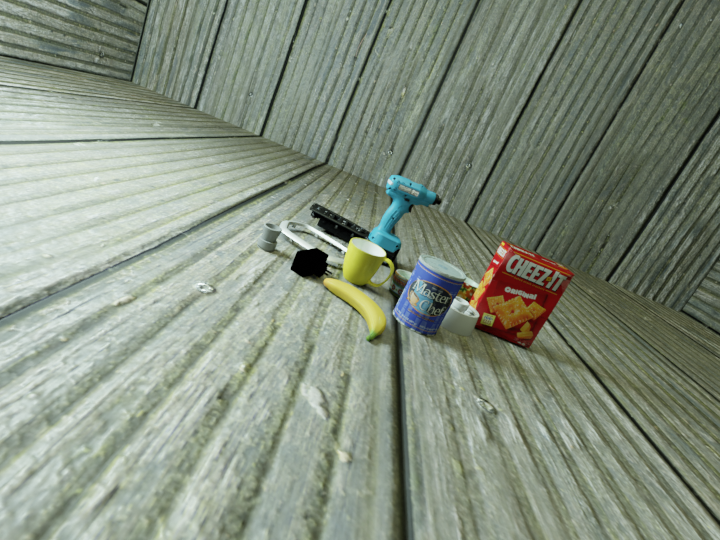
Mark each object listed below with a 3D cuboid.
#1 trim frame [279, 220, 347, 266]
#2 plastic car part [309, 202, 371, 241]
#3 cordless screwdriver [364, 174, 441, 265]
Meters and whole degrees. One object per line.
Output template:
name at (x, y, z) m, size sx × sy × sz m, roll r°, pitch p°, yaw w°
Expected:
trim frame at (-0.110, -0.072, 1.125) m, size 0.259 × 0.027 × 0.178 m, roll 30°, pitch 20°, yaw 22°
plastic car part at (-0.066, -0.133, 1.286) m, size 0.204 × 0.066 × 0.066 m, roll 24°, pitch 18°, yaw 3°
cordless screwdriver at (0.113, -0.133, 1.203) m, size 0.157 × 0.247 × 0.076 m, roll 21°, pitch 18°, yaw -9°
